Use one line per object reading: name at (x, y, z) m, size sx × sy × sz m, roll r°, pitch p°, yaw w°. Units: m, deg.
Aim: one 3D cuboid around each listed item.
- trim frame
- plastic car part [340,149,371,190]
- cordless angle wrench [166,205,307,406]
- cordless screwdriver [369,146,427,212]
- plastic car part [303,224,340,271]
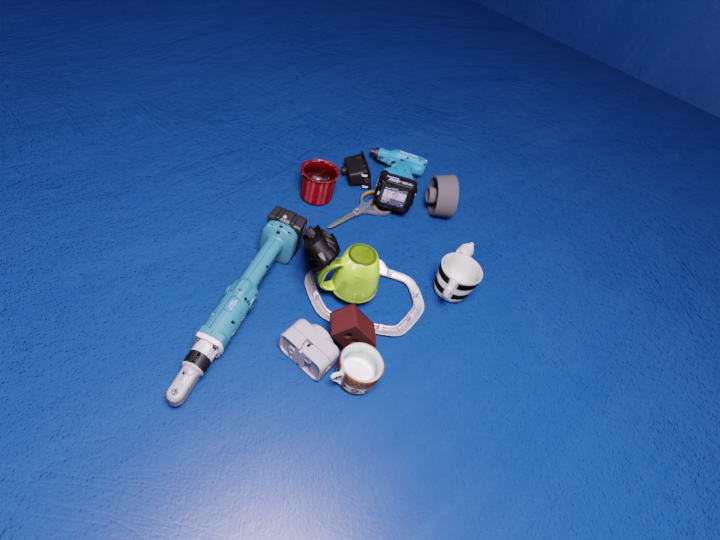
trim frame at (0.009, 0.043, 0.858) m, size 0.249 × 0.027 × 0.188 m, roll 11°, pitch 46°, yaw 1°
plastic car part at (-0.015, -0.265, 1.121) m, size 0.070 × 0.063 × 0.122 m, roll -12°, pitch 47°, yaw -5°
cordless angle wrench at (-0.217, 0.048, 0.767) m, size 0.075 × 0.096 × 0.425 m, roll 23°, pitch 50°, yaw 2°
cordless screwdriver at (0.082, -0.253, 1.104) m, size 0.161 × 0.073 × 0.251 m, roll 18°, pitch 38°, yaw 4°
plastic car part at (-0.080, -0.053, 0.823) m, size 0.066 × 0.065 × 0.209 m, roll -29°, pitch 21°, yaw 0°
